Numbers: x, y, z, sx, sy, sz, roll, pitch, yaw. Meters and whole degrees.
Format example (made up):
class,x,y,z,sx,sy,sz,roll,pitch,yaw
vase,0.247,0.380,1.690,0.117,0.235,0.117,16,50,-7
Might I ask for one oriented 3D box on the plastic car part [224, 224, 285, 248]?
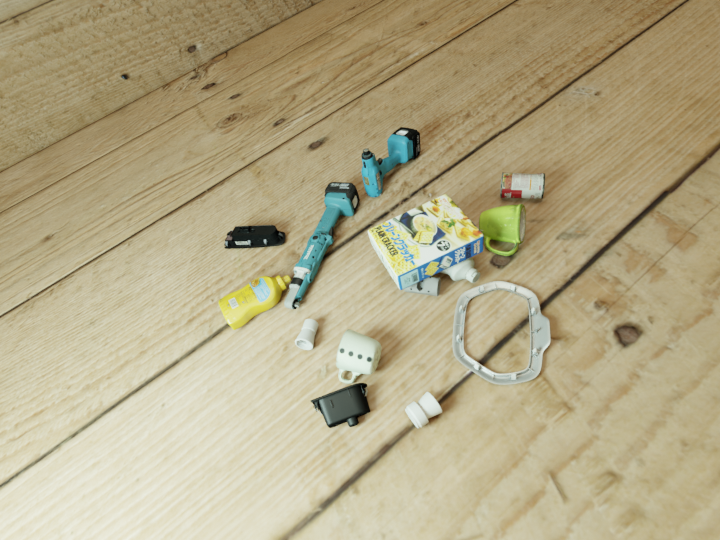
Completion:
class,x,y,z,sx,sy,sz,roll,pitch,yaw
plastic car part,-0.322,-0.108,1.275,0.209,0.064,0.067,3,43,18

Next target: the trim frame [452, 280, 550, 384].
class,x,y,z,sx,sy,sz,roll,pitch,yaw
trim frame,0.290,0.119,0.881,0.190,0.026,0.251,3,49,20

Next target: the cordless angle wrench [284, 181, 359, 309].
class,x,y,z,sx,sy,sz,roll,pitch,yaw
cordless angle wrench,-0.114,-0.075,1.168,0.102,0.071,0.426,6,55,23

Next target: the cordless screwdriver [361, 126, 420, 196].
class,x,y,z,sx,sy,sz,roll,pitch,yaw
cordless screwdriver,0.086,-0.354,1.284,0.078,0.152,0.247,23,58,32

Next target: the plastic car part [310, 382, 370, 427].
class,x,y,z,sx,sy,sz,roll,pitch,yaw
plastic car part,-0.032,0.275,0.840,0.116,0.063,0.074,-18,61,-2
